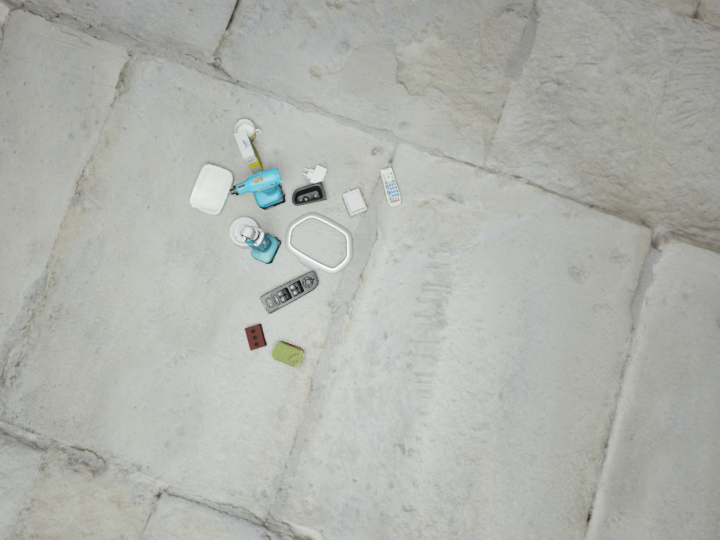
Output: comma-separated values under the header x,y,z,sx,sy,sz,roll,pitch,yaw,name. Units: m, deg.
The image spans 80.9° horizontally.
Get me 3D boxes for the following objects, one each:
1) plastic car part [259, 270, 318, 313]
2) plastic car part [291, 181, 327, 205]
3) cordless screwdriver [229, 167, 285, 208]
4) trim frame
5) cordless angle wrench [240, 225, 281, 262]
x,y,z,sx,sy,sz,roll,pitch,yaw,name
-0.232,0.071,1.421,0.202,0.067,0.067,-29,87,-4,plastic car part
-0.181,-0.255,1.460,0.116,0.070,0.066,-16,86,-3,plastic car part
-0.327,-0.256,1.371,0.158,0.248,0.075,-20,88,-5,cordless screwdriver
-0.143,-0.093,1.461,0.250,0.027,0.184,28,84,3,trim frame
-0.303,-0.087,1.263,0.074,0.422,0.098,24,84,-3,cordless angle wrench
